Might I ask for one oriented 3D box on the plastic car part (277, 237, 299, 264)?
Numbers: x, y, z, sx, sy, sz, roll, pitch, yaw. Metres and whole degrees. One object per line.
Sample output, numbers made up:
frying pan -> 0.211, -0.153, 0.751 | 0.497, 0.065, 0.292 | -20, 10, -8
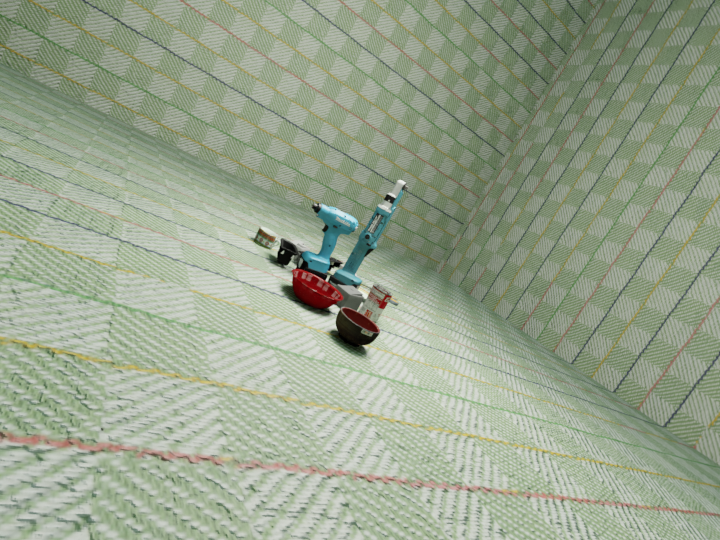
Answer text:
plastic car part -> -0.247, -0.054, 1.381 | 0.064, 0.071, 0.120 | 26, 10, -19

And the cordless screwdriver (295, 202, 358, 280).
cordless screwdriver -> -0.131, -0.086, 1.342 | 0.153, 0.248, 0.077 | 26, 10, -23

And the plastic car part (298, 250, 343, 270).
plastic car part -> -0.156, -0.032, 1.540 | 0.192, 0.067, 0.070 | 18, 15, -49

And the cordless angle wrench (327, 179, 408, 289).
cordless angle wrench -> 0.029, -0.106, 1.383 | 0.101, 0.422, 0.072 | 32, 9, 16
